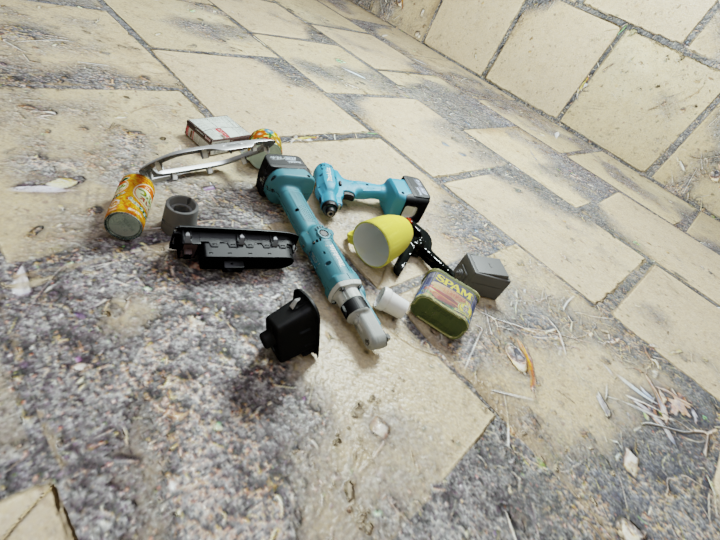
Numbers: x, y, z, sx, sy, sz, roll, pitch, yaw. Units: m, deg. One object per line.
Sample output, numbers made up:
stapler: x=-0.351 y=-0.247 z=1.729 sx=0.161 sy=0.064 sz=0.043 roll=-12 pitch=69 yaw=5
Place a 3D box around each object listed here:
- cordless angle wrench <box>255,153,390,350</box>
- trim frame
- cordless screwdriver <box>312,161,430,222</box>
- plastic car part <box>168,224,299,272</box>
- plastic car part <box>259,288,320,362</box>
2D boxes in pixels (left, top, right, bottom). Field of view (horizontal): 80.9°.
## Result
cordless angle wrench: x=-0.071 y=-0.046 z=0.726 sx=0.094 sy=0.074 sz=0.444 roll=-5 pitch=48 yaw=-34
trim frame: x=-0.261 y=-0.193 z=0.737 sx=0.240 sy=0.192 sz=0.027 roll=-24 pitch=101 yaw=-44
cordless screwdriver: x=0.023 y=-0.152 z=0.900 sx=0.243 sy=0.073 sz=0.165 roll=7 pitch=41 yaw=-15
plastic car part: x=-0.183 y=-0.031 z=0.652 sx=0.195 sy=0.066 sz=0.070 roll=-4 pitch=56 yaw=-32
plastic car part: x=-0.094 y=0.077 z=0.540 sx=0.070 sy=0.113 sz=0.069 roll=-30 pitch=62 yaw=-22
